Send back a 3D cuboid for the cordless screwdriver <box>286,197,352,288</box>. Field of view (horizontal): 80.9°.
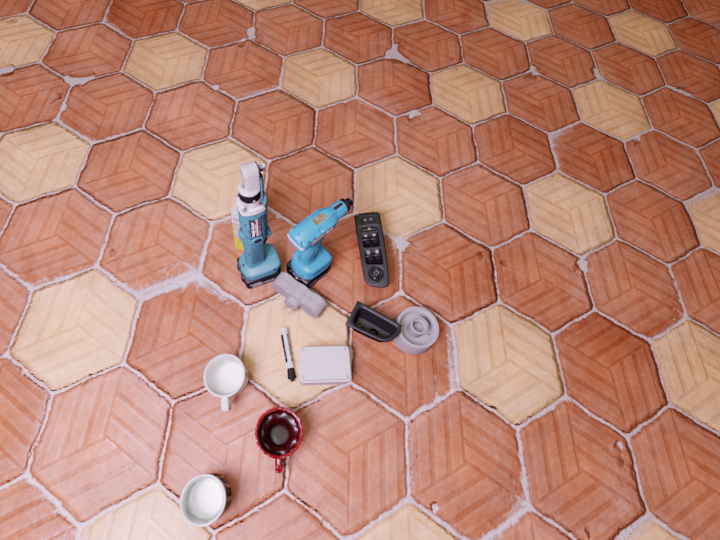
[{"bbox_3d":[-0.094,-0.062,0.964,0.157,0.245,0.076,-40,77,-23],"label":"cordless screwdriver"}]

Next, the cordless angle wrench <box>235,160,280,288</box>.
[{"bbox_3d":[-0.217,-0.082,0.866,0.096,0.417,0.077,-19,70,-18],"label":"cordless angle wrench"}]

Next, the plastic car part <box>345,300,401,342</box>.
[{"bbox_3d":[0.027,0.132,0.973,0.118,0.070,0.066,27,64,7],"label":"plastic car part"}]

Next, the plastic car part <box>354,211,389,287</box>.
[{"bbox_3d":[0.026,-0.046,1.067,0.065,0.066,0.209,-4,64,-10],"label":"plastic car part"}]
